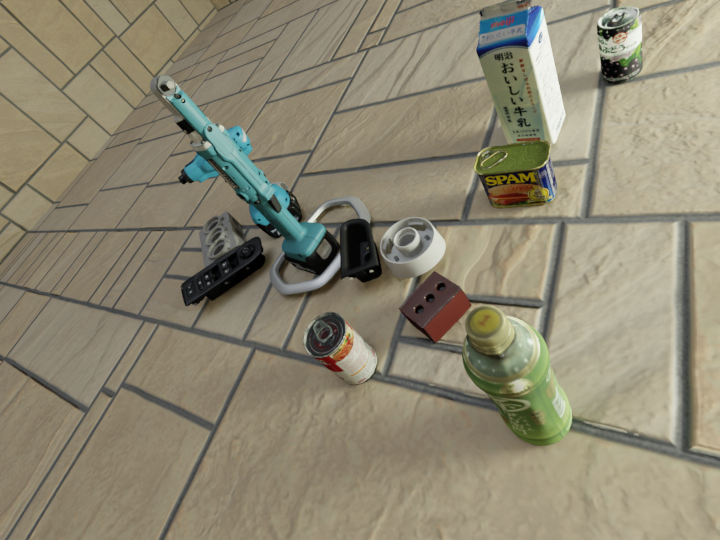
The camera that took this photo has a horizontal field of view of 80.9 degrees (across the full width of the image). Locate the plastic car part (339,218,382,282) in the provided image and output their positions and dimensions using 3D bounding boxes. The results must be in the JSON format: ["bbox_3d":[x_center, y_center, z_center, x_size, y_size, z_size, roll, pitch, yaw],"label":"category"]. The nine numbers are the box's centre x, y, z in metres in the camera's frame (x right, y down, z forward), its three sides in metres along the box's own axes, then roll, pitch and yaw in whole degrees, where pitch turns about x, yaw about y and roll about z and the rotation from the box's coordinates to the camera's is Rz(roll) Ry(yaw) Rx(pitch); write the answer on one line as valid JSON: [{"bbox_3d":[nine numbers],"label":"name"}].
[{"bbox_3d":[0.006,-0.028,0.715,0.067,0.067,0.120,-22,46,20],"label":"plastic car part"}]

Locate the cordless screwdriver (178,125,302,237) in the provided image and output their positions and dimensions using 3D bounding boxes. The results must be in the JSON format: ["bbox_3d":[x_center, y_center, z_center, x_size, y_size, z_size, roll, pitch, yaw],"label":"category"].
[{"bbox_3d":[-0.243,-0.165,0.883,0.160,0.235,0.078,-32,42,9],"label":"cordless screwdriver"}]

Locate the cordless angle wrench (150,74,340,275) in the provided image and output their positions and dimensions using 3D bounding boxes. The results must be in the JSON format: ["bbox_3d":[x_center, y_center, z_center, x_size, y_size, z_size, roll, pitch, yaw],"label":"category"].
[{"bbox_3d":[-0.178,-0.140,0.693,0.103,0.400,0.074,15,64,43],"label":"cordless angle wrench"}]

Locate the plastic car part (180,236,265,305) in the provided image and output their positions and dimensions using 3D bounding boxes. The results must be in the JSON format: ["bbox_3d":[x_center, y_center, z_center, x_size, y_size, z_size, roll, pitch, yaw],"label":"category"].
[{"bbox_3d":[-0.281,0.008,0.895,0.204,0.063,0.070,-37,42,5],"label":"plastic car part"}]

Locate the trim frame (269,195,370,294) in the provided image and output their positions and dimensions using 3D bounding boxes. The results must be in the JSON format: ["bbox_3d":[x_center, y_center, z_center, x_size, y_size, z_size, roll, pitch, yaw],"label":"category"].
[{"bbox_3d":[-0.081,-0.053,0.829,0.195,0.026,0.248,19,68,43],"label":"trim frame"}]
